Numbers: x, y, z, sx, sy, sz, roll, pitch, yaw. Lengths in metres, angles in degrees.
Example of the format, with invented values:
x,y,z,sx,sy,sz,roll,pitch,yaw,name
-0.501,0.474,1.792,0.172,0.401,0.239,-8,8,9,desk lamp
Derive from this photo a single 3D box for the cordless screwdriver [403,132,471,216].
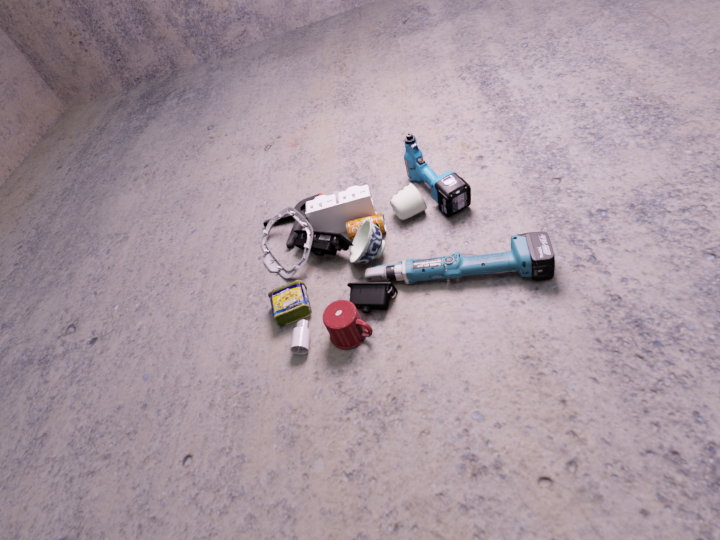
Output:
x,y,z,sx,sy,sz,roll,pitch,yaw,name
0.199,-0.271,1.171,0.074,0.151,0.262,-29,48,-6,cordless screwdriver

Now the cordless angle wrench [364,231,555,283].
x,y,z,sx,sy,sz,roll,pitch,yaw,name
0.214,-0.011,0.997,0.435,0.070,0.100,-7,48,20,cordless angle wrench

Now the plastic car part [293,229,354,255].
x,y,z,sx,sy,sz,roll,pitch,yaw,name
-0.116,-0.076,1.182,0.214,0.062,0.067,16,83,45,plastic car part

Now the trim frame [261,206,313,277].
x,y,z,sx,sy,sz,roll,pitch,yaw,name
-0.219,-0.084,1.224,0.184,0.026,0.263,-56,47,12,trim frame

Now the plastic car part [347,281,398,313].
x,y,z,sx,sy,sz,roll,pitch,yaw,name
0.024,0.068,1.017,0.120,0.062,0.072,-4,63,23,plastic car part
